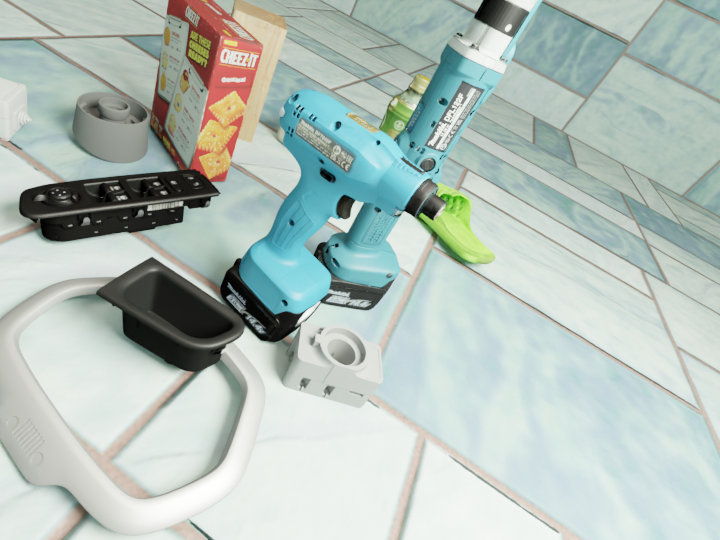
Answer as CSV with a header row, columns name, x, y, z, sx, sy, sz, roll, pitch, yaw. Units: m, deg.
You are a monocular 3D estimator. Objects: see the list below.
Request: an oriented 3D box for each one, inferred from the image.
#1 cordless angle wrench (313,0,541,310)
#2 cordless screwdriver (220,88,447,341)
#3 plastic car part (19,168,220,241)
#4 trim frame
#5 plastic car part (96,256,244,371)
name,x,y,z,sx,sy,sz,roll,pitch,yaw
cordless angle wrench,0.063,-0.124,0.449,0.094,0.421,0.077,13,39,-24
cordless screwdriver,-0.040,-0.026,0.410,0.164,0.248,0.072,41,36,15
plastic car part,-0.269,-0.074,0.481,0.195,0.067,0.069,-15,54,-44
trim frame,-0.192,0.090,0.356,0.257,0.027,0.179,39,37,16
plastic car part,-0.169,0.052,0.381,0.118,0.070,0.065,32,35,6
